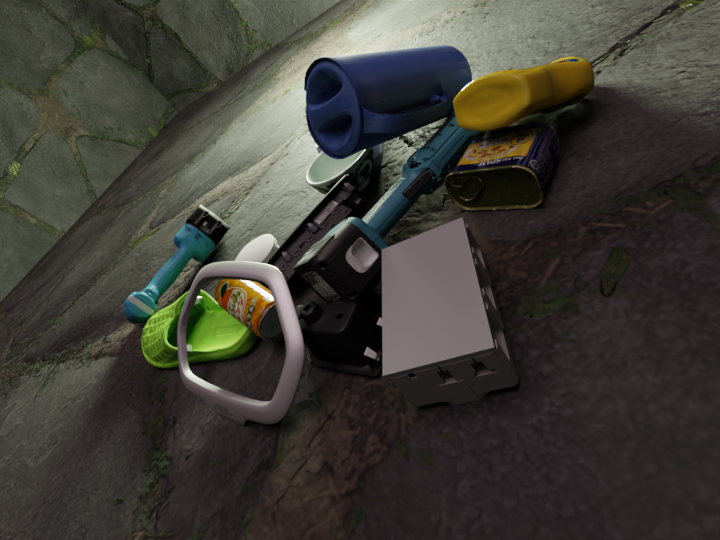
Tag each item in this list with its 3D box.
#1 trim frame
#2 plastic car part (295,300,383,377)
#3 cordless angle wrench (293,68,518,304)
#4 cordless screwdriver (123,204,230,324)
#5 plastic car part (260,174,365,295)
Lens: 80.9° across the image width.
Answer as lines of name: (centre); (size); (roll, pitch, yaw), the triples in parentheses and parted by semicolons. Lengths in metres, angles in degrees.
trim frame: (-0.151, 0.081, 0.495); (0.260, 0.026, 0.185); (0, 82, 39)
plastic car part: (-0.032, 0.062, 0.448); (0.122, 0.067, 0.066); (-3, 45, 38)
cordless angle wrench: (0.086, -0.130, 0.543); (0.420, 0.073, 0.100); (-49, 10, -20)
cordless screwdriver: (-0.363, -0.003, 0.823); (0.163, 0.072, 0.249); (-24, 32, 59)
plastic car part: (-0.059, -0.038, 0.600); (0.202, 0.063, 0.070); (-45, 59, -10)
